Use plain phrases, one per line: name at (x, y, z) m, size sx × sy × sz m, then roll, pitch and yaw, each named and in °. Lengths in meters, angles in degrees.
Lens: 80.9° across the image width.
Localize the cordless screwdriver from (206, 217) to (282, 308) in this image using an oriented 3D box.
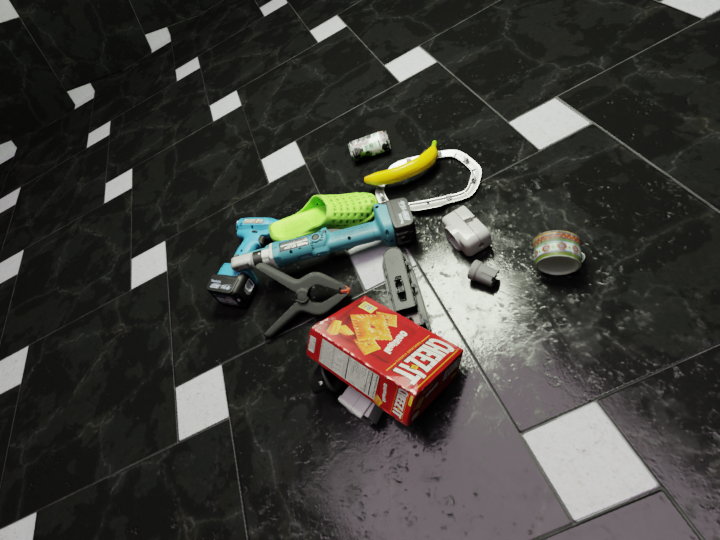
cordless screwdriver at (-0.268, -0.031, 1.048) m, size 0.165 × 0.070 × 0.252 m, roll 0°, pitch 55°, yaw 22°

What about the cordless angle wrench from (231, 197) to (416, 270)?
cordless angle wrench at (-0.093, -0.061, 0.950) m, size 0.427 × 0.071 × 0.102 m, roll -14°, pitch 53°, yaw 7°

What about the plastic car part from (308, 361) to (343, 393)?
plastic car part at (-0.062, 0.184, 0.792) m, size 0.072 × 0.065 × 0.115 m, roll -35°, pitch 8°, yaw 34°

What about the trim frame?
trim frame at (0.155, -0.213, 1.002) m, size 0.255 × 0.026 × 0.189 m, roll -7°, pitch 56°, yaw 19°

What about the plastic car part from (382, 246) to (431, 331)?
plastic car part at (0.080, 0.031, 0.852) m, size 0.067 × 0.063 × 0.210 m, roll -23°, pitch 49°, yaw 17°
